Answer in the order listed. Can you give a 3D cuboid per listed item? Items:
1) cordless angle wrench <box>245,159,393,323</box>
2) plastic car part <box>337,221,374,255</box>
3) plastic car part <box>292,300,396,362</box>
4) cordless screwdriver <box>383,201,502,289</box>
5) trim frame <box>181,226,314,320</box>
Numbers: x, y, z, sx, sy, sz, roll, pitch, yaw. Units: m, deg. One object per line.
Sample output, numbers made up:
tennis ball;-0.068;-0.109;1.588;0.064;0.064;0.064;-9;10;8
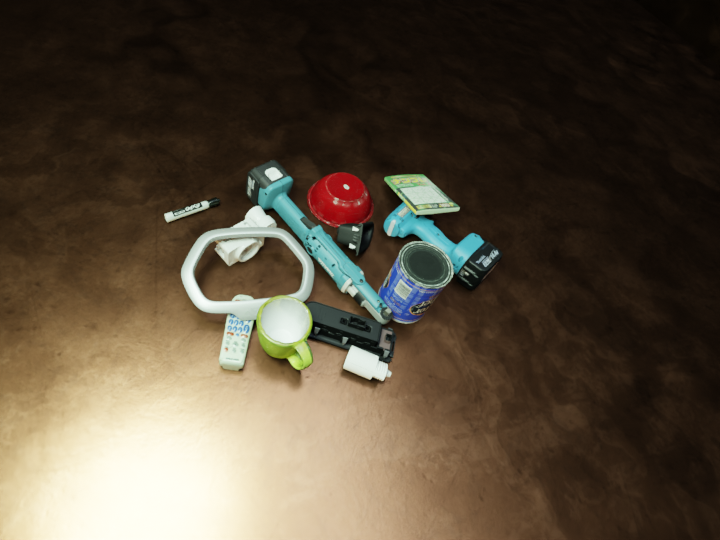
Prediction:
cordless angle wrench;-0.086;-0.056;0.876;0.073;0.097;0.437;-31;70;-31
plastic car part;-0.017;-0.079;0.905;0.073;0.065;0.115;13;13;10
plastic car part;-0.030;0.106;0.782;0.204;0.066;0.067;16;60;3
cordless screwdriver;0.193;-0.081;0.953;0.258;0.073;0.157;36;55;19
trim frame;-0.205;0.001;0.791;0.240;0.027;0.190;-5;64;-23
